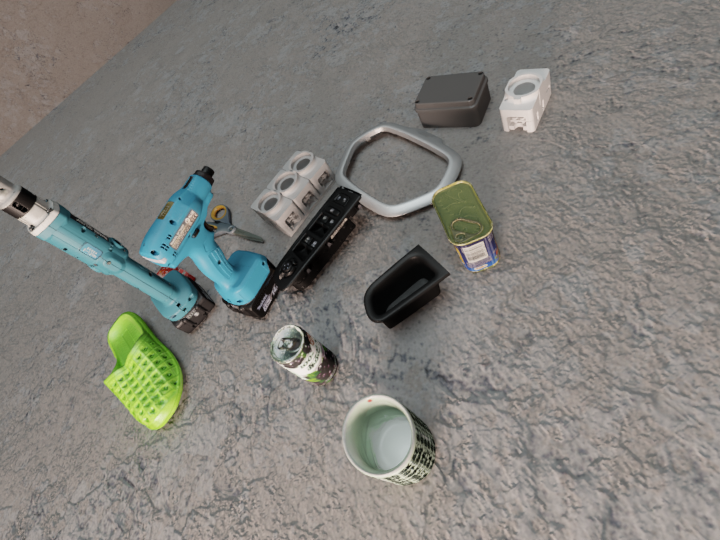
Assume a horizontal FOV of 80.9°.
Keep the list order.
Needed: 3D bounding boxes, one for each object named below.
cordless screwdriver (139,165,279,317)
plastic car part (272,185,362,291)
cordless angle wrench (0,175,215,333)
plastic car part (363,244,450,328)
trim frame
[{"bbox_3d":[-0.215,-0.036,0.674,0.078,0.235,0.160,9,65,33],"label":"cordless screwdriver"},{"bbox_3d":[-0.069,-0.045,0.709,0.202,0.063,0.070,-50,50,-7],"label":"plastic car part"},{"bbox_3d":[-0.399,-0.024,0.663,0.074,0.400,0.104,-48,50,-7],"label":"cordless angle wrench"},{"bbox_3d":[0.062,0.034,0.579,0.116,0.067,0.070,-40,49,1],"label":"plastic car part"},{"bbox_3d":[0.060,-0.186,0.751,0.184,0.026,0.263,-46,49,-4],"label":"trim frame"}]
